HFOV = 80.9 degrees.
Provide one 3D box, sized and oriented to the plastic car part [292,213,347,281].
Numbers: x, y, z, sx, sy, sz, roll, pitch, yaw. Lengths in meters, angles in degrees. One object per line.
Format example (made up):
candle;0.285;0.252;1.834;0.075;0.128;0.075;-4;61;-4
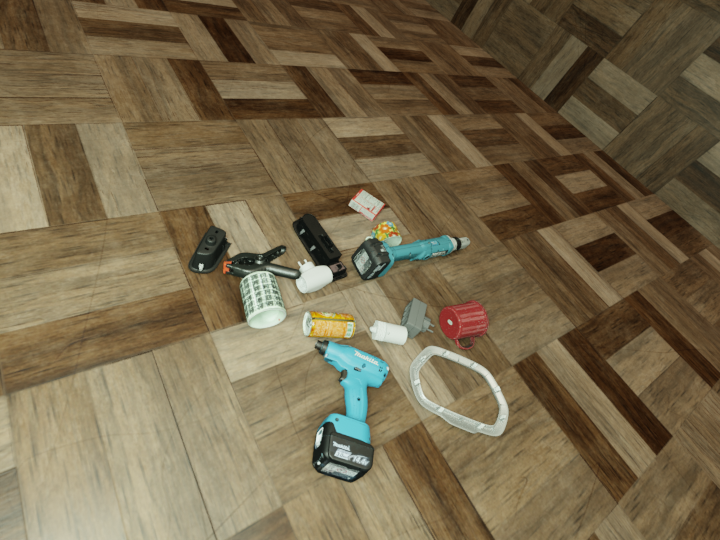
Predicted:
plastic car part;-0.104;-0.068;1.065;0.064;0.066;0.212;-22;60;-31

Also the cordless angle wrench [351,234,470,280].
cordless angle wrench;0.166;-0.055;1.161;0.406;0.098;0.077;-11;62;-37

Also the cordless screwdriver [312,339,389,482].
cordless screwdriver;-0.037;0.250;0.806;0.158;0.074;0.252;23;41;-6

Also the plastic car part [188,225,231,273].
plastic car part;-0.332;-0.053;0.935;0.065;0.070;0.118;22;43;-8

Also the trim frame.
trim frame;0.223;0.267;0.944;0.246;0.027;0.187;24;46;-7
